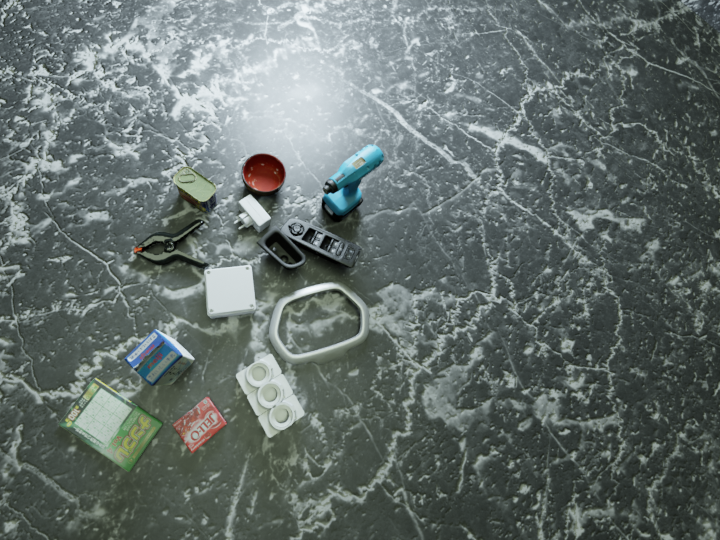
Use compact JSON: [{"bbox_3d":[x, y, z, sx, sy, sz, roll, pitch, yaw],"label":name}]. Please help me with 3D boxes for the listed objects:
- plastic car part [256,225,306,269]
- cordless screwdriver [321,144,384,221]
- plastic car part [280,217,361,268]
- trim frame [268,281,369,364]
[{"bbox_3d":[-0.190,-0.040,1.031,0.118,0.071,0.065,44,70,5],"label":"plastic car part"},{"bbox_3d":[-0.043,-0.190,1.011,0.157,0.249,0.075,-40,88,-20],"label":"cordless screwdriver"},{"bbox_3d":[-0.103,-0.068,1.057,0.203,0.067,0.066,26,70,-1],"label":"plastic car part"},{"bbox_3d":[-0.098,0.127,1.014,0.244,0.027,0.188,-16,75,-14],"label":"trim frame"}]
